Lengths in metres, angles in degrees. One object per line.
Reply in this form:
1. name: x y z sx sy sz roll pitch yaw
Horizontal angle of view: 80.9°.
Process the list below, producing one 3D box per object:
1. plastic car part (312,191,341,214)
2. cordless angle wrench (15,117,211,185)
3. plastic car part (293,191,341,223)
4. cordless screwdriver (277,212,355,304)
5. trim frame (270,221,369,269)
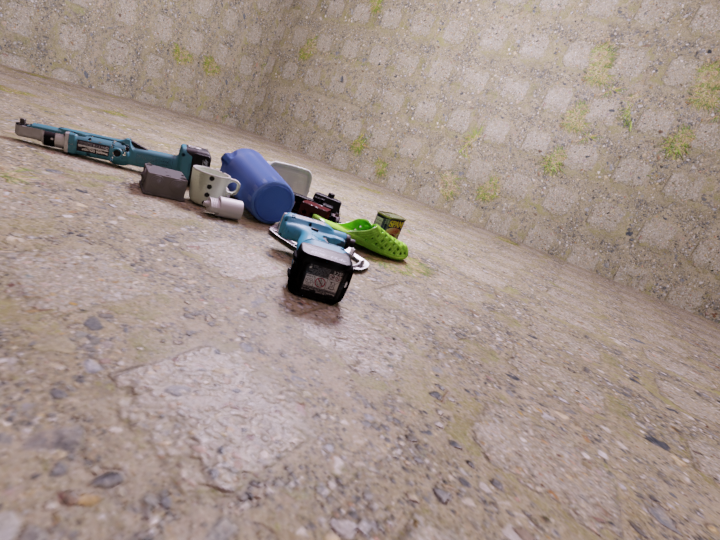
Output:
1. plastic car part: -0.108 -0.213 1.337 0.118 0.070 0.066 19 17 7
2. cordless angle wrench: -0.580 -0.288 1.016 0.408 0.097 0.078 8 19 -23
3. plastic car part: -0.146 -0.184 1.222 0.202 0.066 0.067 17 23 -2
4. cordless screwdriver: -0.063 -0.031 0.762 0.155 0.074 0.258 14 21 -18
5. trim frame: -0.092 -0.060 0.940 0.262 0.027 0.175 29 17 34
